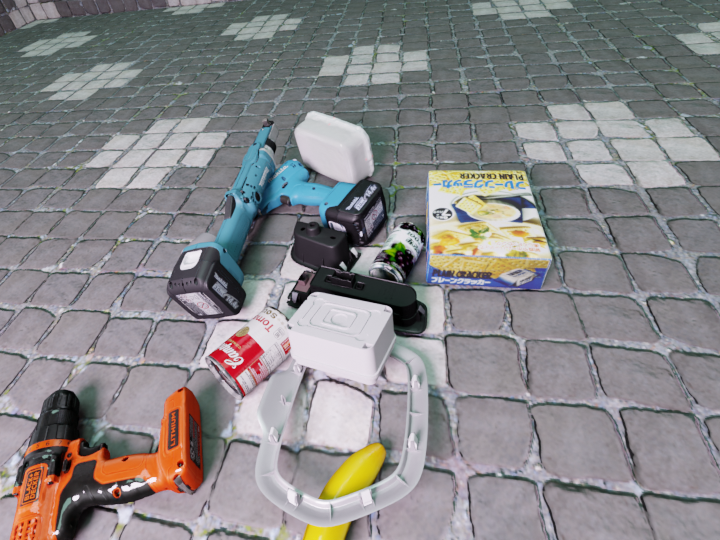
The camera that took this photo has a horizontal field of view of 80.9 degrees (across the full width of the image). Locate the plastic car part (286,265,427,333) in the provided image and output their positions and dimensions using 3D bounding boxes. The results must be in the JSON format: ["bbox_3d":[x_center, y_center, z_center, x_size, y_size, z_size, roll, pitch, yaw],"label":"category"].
[{"bbox_3d":[-0.004,0.032,0.592,0.210,0.065,0.066,15,41,19],"label":"plastic car part"}]

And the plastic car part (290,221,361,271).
[{"bbox_3d":[-0.065,-0.043,0.669,0.121,0.068,0.065,20,49,22],"label":"plastic car part"}]

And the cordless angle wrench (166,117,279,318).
[{"bbox_3d":[-0.197,-0.120,0.714,0.077,0.093,0.432,-10,48,21],"label":"cordless angle wrench"}]

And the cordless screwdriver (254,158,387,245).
[{"bbox_3d":[-0.089,-0.113,0.744,0.262,0.071,0.158,24,60,34],"label":"cordless screwdriver"}]

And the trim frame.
[{"bbox_3d":[-0.020,0.149,0.467,0.189,0.026,0.252,-2,36,14],"label":"trim frame"}]
